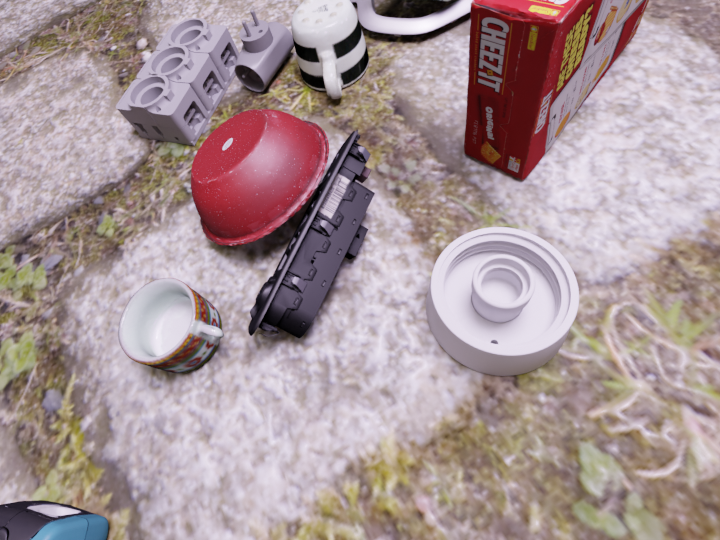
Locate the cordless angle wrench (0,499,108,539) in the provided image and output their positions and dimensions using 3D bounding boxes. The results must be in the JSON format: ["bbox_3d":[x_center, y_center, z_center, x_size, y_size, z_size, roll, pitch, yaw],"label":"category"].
[{"bbox_3d":[-0.072,0.240,0.256,0.434,0.071,0.099,5,66,15],"label":"cordless angle wrench"}]

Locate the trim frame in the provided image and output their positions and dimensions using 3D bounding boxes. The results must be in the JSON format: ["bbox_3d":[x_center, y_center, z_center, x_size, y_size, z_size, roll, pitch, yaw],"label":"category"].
[{"bbox_3d":[0.076,-0.390,0.551,0.188,0.026,0.254,-2,65,13],"label":"trim frame"}]

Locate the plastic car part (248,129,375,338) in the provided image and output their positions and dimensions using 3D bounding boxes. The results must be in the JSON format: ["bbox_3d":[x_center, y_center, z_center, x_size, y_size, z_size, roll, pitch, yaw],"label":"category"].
[{"bbox_3d":[-0.037,-0.024,0.382,0.065,0.068,0.203,35,70,-17],"label":"plastic car part"}]
